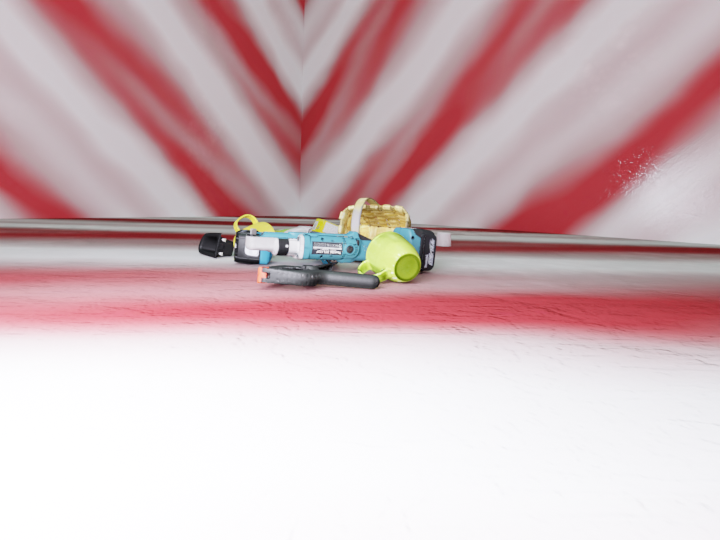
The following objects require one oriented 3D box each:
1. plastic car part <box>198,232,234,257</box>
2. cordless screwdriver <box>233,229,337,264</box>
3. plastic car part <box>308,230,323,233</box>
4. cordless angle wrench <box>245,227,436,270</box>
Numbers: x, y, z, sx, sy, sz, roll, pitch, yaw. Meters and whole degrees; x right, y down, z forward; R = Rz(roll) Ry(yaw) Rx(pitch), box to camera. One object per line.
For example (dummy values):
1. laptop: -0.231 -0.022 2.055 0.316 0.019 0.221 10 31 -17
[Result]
1. plastic car part: -0.375 -0.063 1.122 0.067 0.066 0.122 15 -5 -39
2. cordless screwdriver: -0.170 -0.046 0.995 0.246 0.074 0.162 5 8 -8
3. plastic car part: -0.115 -0.076 1.181 0.065 0.067 0.206 6 5 -10
4. cordless angle wrench: -0.032 -0.049 0.881 0.407 0.097 0.078 1 7 -26
